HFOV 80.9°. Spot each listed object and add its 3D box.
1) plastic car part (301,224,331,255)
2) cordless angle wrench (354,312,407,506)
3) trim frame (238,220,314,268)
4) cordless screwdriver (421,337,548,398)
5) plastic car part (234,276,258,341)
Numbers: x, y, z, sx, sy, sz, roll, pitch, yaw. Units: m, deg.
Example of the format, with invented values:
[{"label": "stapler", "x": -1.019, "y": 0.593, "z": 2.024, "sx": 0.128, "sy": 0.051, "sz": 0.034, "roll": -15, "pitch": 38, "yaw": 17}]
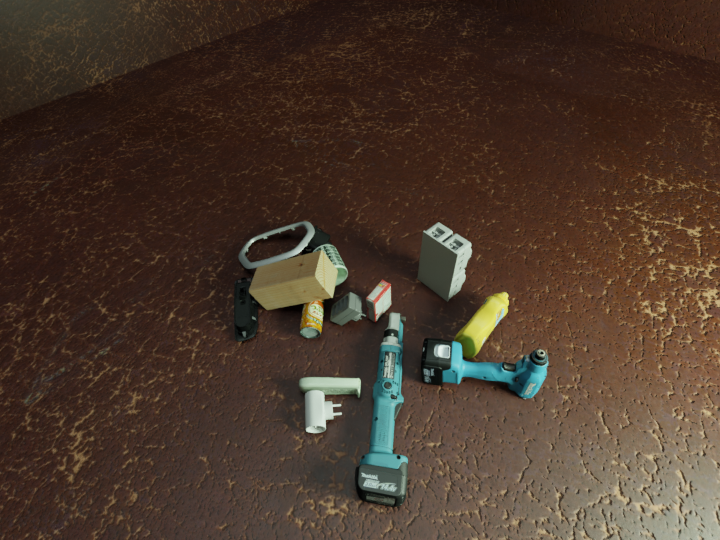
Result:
[{"label": "plastic car part", "x": -0.124, "y": -0.081, "z": 1.266, "sx": 0.072, "sy": 0.065, "sz": 0.117, "roll": 24, "pitch": 50, "yaw": 5}, {"label": "cordless angle wrench", "x": 0.060, "y": 0.267, "z": 0.927, "sx": 0.099, "sy": 0.072, "sz": 0.432, "roll": 3, "pitch": 47, "yaw": 7}, {"label": "trim frame", "x": -0.249, "y": -0.077, "z": 1.249, "sx": 0.253, "sy": 0.026, "sz": 0.190, "roll": -18, "pitch": 38, "yaw": 13}, {"label": "cordless screwdriver", "x": 0.259, "y": 0.199, "z": 0.904, "sx": 0.255, "sy": 0.153, "sz": 0.075, "roll": 7, "pitch": 49, "yaw": 14}, {"label": "plastic car part", "x": -0.308, "y": 0.092, "z": 1.130, "sx": 0.065, "sy": 0.065, "sz": 0.211, "roll": -5, "pitch": 50, "yaw": -10}]
